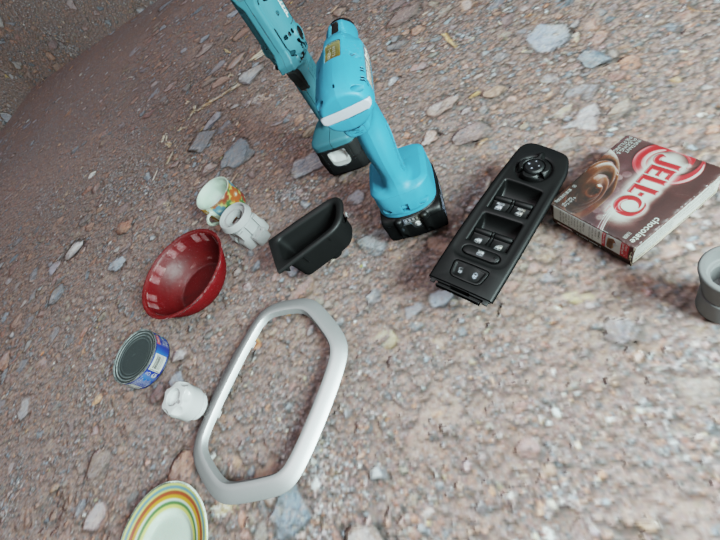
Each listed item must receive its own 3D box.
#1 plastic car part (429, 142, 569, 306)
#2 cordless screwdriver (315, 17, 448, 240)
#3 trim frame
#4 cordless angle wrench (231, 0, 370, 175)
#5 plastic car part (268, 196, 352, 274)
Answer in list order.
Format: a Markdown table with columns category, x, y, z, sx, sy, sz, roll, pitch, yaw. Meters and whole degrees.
| category | x | y | z | sx | sy | sz | roll | pitch | yaw |
| --- | --- | --- | --- | --- | --- | --- | --- | --- | --- |
| plastic car part | 0.157 | -0.047 | 0.447 | 0.070 | 0.063 | 0.203 | 23 | 73 | 40 |
| cordless screwdriver | 0.024 | -0.156 | 0.486 | 0.076 | 0.235 | 0.164 | -18 | 52 | 20 |
| trim frame | -0.110 | 0.144 | 0.508 | 0.193 | 0.026 | 0.250 | 6 | 63 | 34 |
| cordless angle wrench | -0.100 | -0.292 | 0.544 | 0.077 | 0.400 | 0.100 | -12 | 54 | 23 |
| plastic car part | -0.056 | -0.036 | 0.569 | 0.117 | 0.067 | 0.069 | -32 | 48 | 9 |
